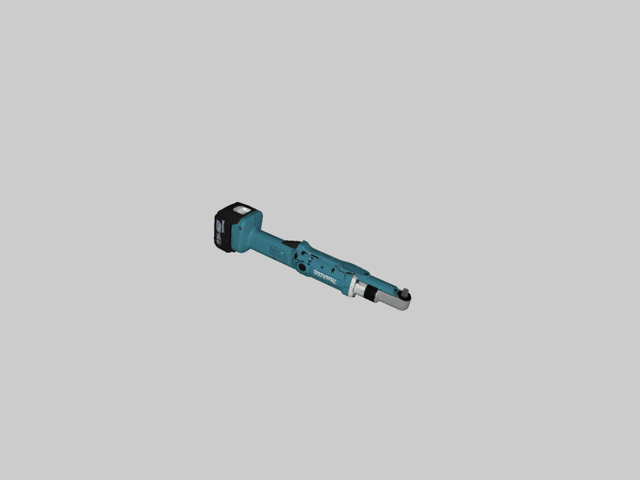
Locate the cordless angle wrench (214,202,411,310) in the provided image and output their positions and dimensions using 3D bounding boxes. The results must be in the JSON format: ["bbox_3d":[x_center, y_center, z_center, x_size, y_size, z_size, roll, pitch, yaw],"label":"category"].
[{"bbox_3d":[-0.023,0.040,0.834,0.423,0.098,0.074,23,33,21],"label":"cordless angle wrench"}]
